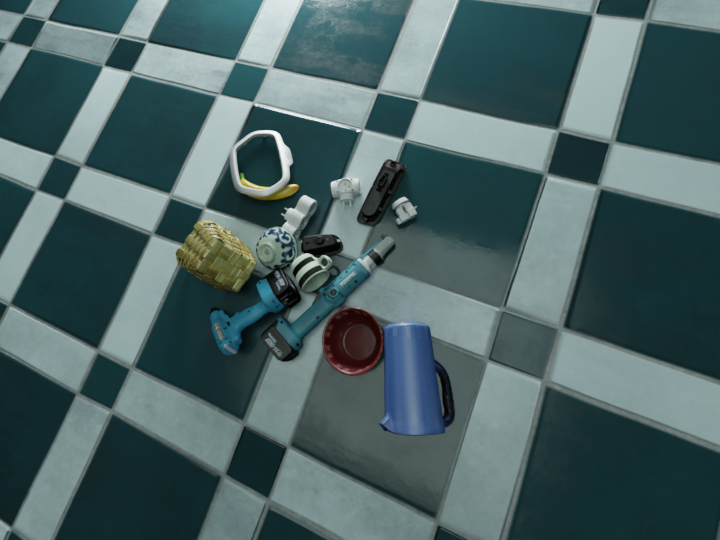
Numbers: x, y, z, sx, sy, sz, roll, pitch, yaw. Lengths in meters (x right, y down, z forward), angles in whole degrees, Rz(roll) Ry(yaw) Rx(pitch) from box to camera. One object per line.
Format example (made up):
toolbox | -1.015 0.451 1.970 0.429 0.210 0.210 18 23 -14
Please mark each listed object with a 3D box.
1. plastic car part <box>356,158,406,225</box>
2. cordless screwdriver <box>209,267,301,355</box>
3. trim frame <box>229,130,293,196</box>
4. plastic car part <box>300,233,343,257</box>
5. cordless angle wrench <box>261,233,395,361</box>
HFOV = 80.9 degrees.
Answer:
plastic car part | 0.055 -0.214 1.143 0.067 0.066 0.203 26 84 8
cordless screwdriver | -0.290 0.092 1.120 0.248 0.070 0.168 -39 48 -1
trim frame | -0.292 -0.316 1.240 0.185 0.026 0.258 -17 61 2
plastic car part | -0.111 -0.072 1.133 0.118 0.068 0.067 -10 76 11
cordless angle wrench | -0.068 0.061 1.090 0.422 0.072 0.101 -43 72 -4
